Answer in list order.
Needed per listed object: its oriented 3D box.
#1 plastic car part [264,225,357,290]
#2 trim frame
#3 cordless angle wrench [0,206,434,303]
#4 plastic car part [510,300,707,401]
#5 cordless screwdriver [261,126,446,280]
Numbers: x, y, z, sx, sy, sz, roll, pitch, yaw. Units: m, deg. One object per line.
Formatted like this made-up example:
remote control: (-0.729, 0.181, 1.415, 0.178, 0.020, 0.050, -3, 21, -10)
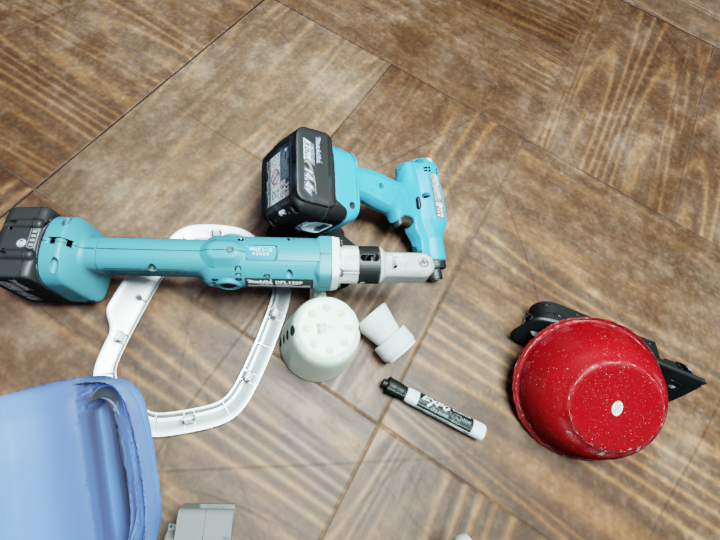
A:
plastic car part: (-0.051, -0.033, 0.519, 0.117, 0.066, 0.070, 35, 50, 3)
trim frame: (-0.183, 0.054, 0.472, 0.185, 0.027, 0.251, 20, 66, 2)
cordless angle wrench: (-0.134, -0.008, 0.434, 0.421, 0.096, 0.076, 1, 67, -3)
plastic car part: (0.286, 0.089, 0.507, 0.203, 0.065, 0.068, 19, 55, 0)
cordless screwdriver: (0.010, -0.067, 0.492, 0.237, 0.077, 0.162, 2, 74, -38)
